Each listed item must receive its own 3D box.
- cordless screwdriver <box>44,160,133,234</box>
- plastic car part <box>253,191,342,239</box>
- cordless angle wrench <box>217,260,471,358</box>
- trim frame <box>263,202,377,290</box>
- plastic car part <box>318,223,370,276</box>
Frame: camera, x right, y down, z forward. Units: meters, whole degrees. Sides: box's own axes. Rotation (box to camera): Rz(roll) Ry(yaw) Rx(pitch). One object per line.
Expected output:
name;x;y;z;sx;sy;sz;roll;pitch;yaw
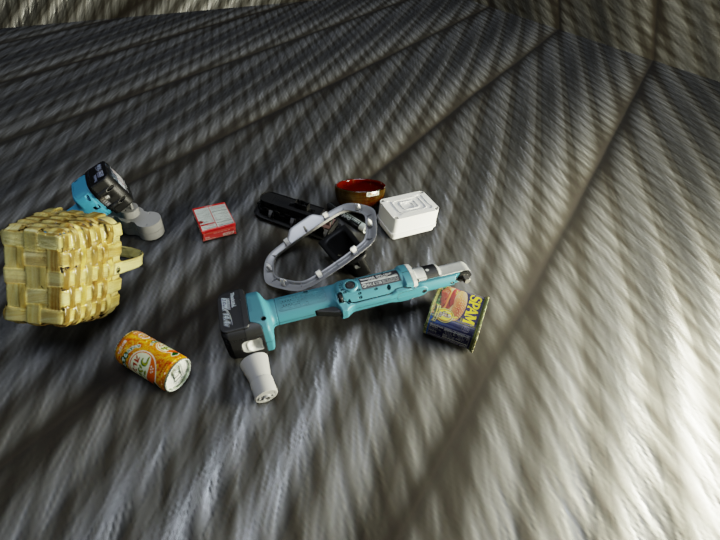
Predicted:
cordless screwdriver;-0.582;-0.114;0.837;0.247;0.070;0.168;-42;48;-8
plastic car part;-0.144;-0.125;0.920;0.210;0.064;0.066;17;52;19
cordless angle wrench;-0.018;0.044;0.703;0.419;0.072;0.102;-13;46;-8
trim frame;-0.079;-0.051;0.803;0.248;0.026;0.194;-36;39;-4
plastic car part;-0.020;-0.025;0.808;0.066;0.067;0.123;-36;42;-3
